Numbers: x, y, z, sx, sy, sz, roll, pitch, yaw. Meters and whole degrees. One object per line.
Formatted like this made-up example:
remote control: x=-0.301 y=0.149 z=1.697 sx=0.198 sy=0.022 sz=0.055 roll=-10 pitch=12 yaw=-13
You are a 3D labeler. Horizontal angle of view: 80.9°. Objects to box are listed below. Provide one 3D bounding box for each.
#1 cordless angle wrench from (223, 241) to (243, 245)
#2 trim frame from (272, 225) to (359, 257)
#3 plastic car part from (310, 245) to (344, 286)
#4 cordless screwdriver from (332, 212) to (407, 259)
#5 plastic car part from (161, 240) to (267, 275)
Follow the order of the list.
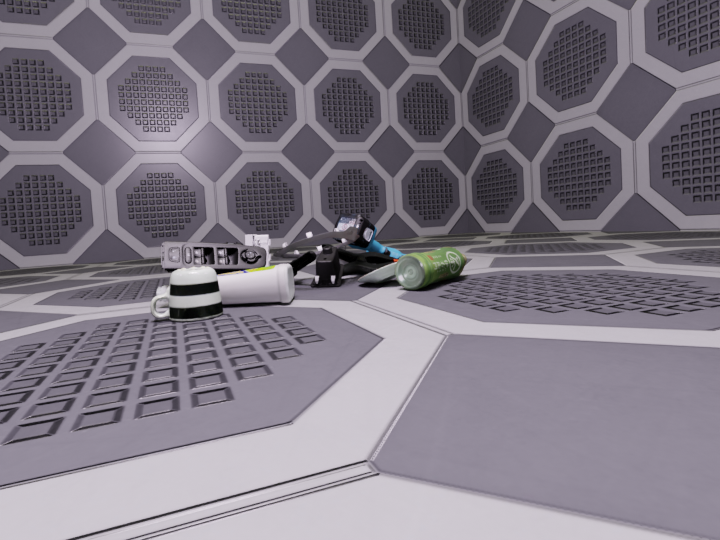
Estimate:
cordless angle wrench: x=-0.402 y=-0.017 z=1.227 sx=0.074 sy=0.097 sz=0.430 roll=-1 pitch=9 yaw=-8
trim frame: x=-0.095 y=-0.062 z=0.971 sx=0.189 sy=0.028 sz=0.239 roll=-17 pitch=-6 yaw=20
plastic car part: x=-0.073 y=-0.017 z=0.955 sx=0.067 sy=0.069 sz=0.118 roll=-2 pitch=27 yaw=8
cordless screwdriver: x=0.043 y=-0.072 z=1.174 sx=0.168 sy=0.074 sz=0.235 roll=15 pitch=-12 yaw=39
plastic car part: x=-0.285 y=-0.014 z=0.834 sx=0.197 sy=0.069 sz=0.066 roll=-2 pitch=-43 yaw=-20
